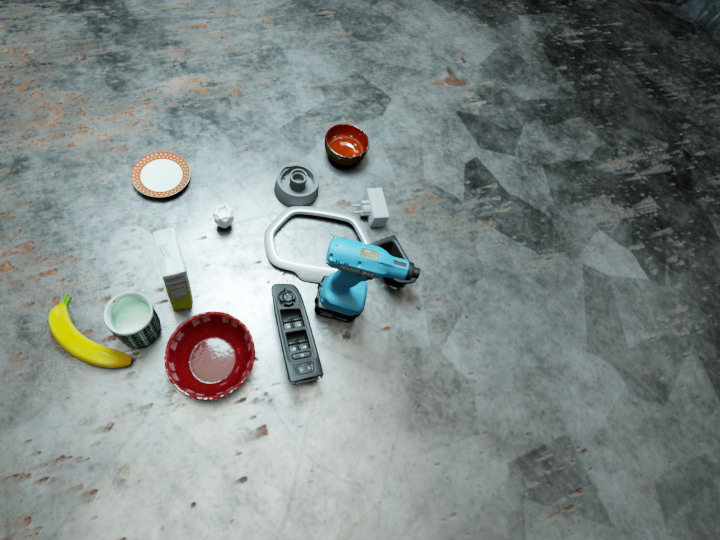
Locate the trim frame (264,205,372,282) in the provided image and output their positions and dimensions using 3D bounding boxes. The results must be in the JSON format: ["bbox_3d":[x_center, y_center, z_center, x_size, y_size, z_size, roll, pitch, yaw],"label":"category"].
[{"bbox_3d":[-0.093,-0.061,0.951,0.246,0.027,0.188,8,62,-5],"label":"trim frame"}]

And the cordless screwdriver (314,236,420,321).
[{"bbox_3d":[0.000,0.026,0.796,0.158,0.246,0.075,16,62,-5],"label":"cordless screwdriver"}]

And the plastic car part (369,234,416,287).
[{"bbox_3d":[0.067,-0.007,0.924,0.064,0.070,0.120,-19,68,-20],"label":"plastic car part"}]

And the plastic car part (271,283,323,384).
[{"bbox_3d":[-0.130,0.120,0.828,0.065,0.066,0.210,-10,65,-16],"label":"plastic car part"}]
